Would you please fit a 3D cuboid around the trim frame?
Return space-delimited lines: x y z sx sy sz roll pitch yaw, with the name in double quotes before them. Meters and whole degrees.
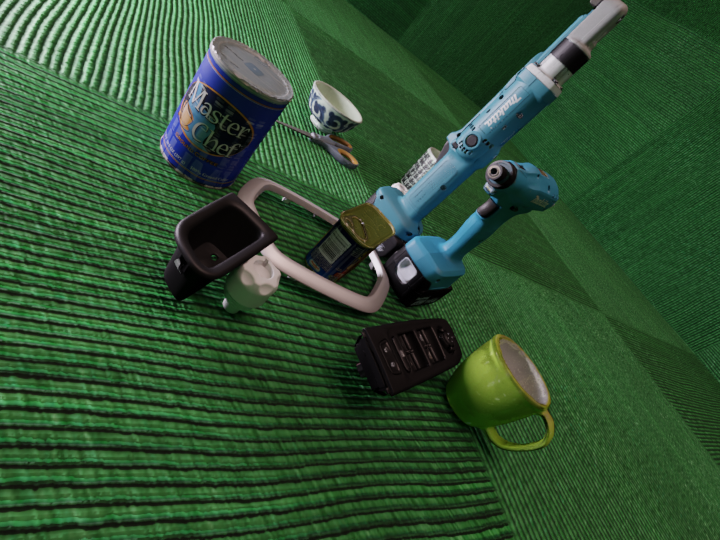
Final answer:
"trim frame" -0.054 -0.035 0.553 0.237 0.028 0.191 26 35 -27

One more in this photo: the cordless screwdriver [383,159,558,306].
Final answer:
"cordless screwdriver" 0.131 -0.047 0.565 0.151 0.251 0.077 3 52 -49

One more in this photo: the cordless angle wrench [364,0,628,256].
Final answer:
"cordless angle wrench" 0.160 -0.176 0.584 0.071 0.427 0.101 -10 62 -54

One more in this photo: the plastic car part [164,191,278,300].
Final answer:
"plastic car part" -0.138 -0.014 0.385 0.066 0.072 0.116 43 31 -5

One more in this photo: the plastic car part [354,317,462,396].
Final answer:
"plastic car part" 0.056 0.097 0.479 0.193 0.068 0.069 -3 55 -51
